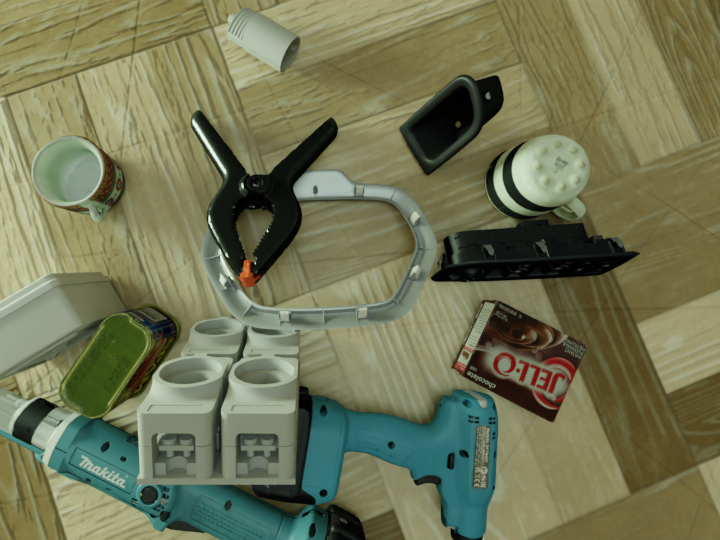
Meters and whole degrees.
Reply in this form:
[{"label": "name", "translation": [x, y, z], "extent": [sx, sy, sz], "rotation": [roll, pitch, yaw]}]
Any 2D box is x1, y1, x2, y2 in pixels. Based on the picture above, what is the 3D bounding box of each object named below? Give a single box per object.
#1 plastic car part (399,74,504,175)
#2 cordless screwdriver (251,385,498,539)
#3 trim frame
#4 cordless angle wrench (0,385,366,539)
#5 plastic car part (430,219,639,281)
[{"label": "plastic car part", "translation": [0.108, -0.163, 0.451], "extent": [0.069, 0.119, 0.066], "rotation": [-30, 91, -30]}, {"label": "cordless screwdriver", "translation": [0.016, 0.201, 0.429], "extent": [0.246, 0.075, 0.160], "rotation": [5, 85, -6]}, {"label": "trim frame", "translation": [-0.043, -0.028, 0.444], "extent": [0.249, 0.027, 0.189], "rotation": [-3, 61, 0]}, {"label": "cordless angle wrench", "translation": [-0.200, 0.215, 0.423], "extent": [0.425, 0.074, 0.098], "rotation": [25, 85, 3]}, {"label": "plastic car part", "translation": [0.177, -0.021, 0.458], "extent": [0.202, 0.065, 0.068], "rotation": [-7, 77, -3]}]
